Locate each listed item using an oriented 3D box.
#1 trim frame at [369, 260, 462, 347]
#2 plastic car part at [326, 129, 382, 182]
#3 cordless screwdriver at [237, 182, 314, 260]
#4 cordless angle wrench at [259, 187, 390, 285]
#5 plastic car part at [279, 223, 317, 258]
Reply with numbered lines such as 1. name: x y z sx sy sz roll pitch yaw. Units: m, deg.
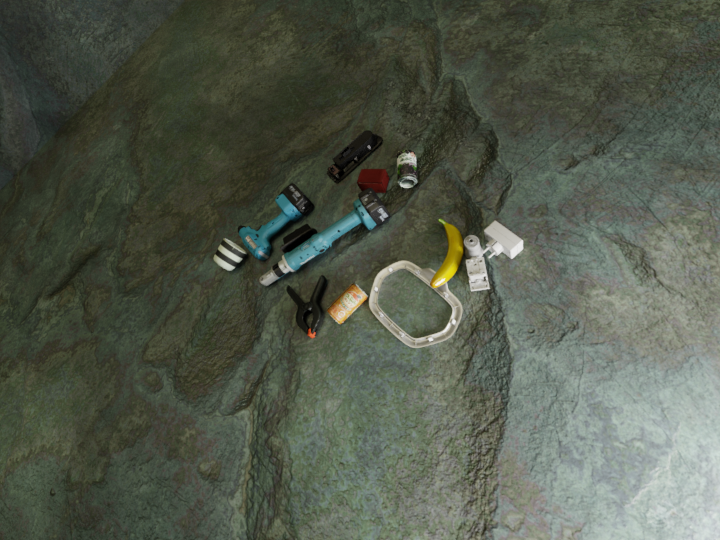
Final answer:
1. trim frame: 0.130 0.077 1.050 0.184 0.026 0.262 -45 54 -3
2. plastic car part: -0.025 -0.370 1.328 0.203 0.063 0.070 -39 50 -1
3. cordless screwdriver: -0.276 -0.165 1.334 0.249 0.070 0.168 -47 56 1
4. cordless angle wrench: -0.118 -0.077 1.208 0.426 0.093 0.078 -33 61 10
5. plastic car part: -0.186 -0.096 1.268 0.116 0.062 0.075 -36 43 0
